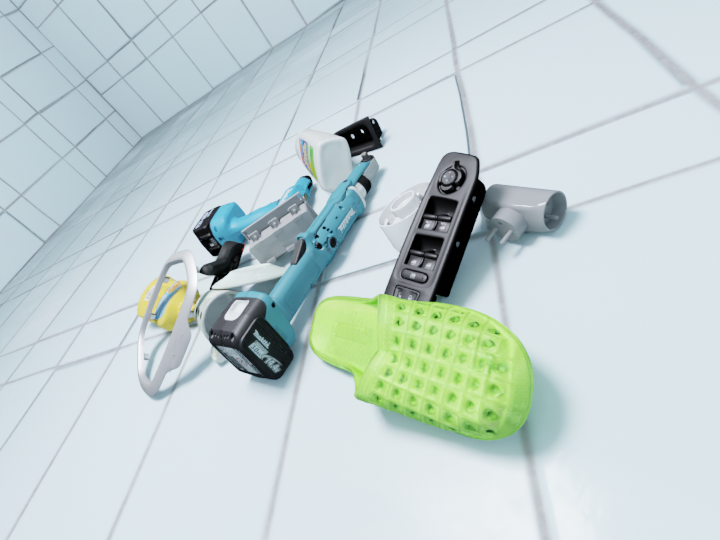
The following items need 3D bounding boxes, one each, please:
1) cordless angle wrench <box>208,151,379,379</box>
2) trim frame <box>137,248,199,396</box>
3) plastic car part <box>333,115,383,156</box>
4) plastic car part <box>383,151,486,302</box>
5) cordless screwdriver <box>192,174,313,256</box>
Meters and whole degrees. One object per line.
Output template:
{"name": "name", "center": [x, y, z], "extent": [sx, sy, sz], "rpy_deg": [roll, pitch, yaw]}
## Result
{"name": "cordless angle wrench", "center": [-0.063, -0.041, 0.640], "extent": [0.078, 0.093, 0.423], "rpy_deg": [-4, 44, 40]}
{"name": "trim frame", "center": [-0.317, 0.081, 0.692], "extent": [0.195, 0.026, 0.248], "rpy_deg": [34, 102, 49]}
{"name": "plastic car part", "center": [-0.004, -0.277, 0.868], "extent": [0.122, 0.064, 0.070], "rpy_deg": [-7, 30, 42]}
{"name": "plastic car part", "center": [0.095, -0.037, 0.483], "extent": [0.069, 0.064, 0.203], "rpy_deg": [13, 84, 57]}
{"name": "cordless screwdriver", "center": [-0.212, -0.118, 0.865], "extent": [0.257, 0.071, 0.161], "rpy_deg": [-12, 37, 28]}
